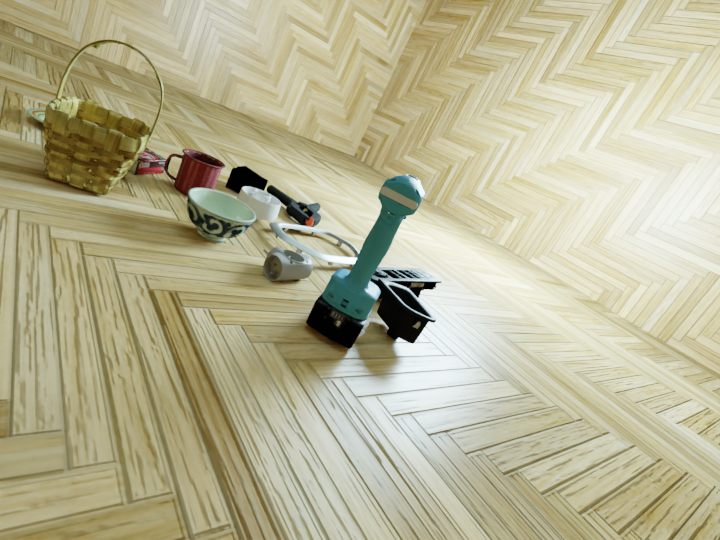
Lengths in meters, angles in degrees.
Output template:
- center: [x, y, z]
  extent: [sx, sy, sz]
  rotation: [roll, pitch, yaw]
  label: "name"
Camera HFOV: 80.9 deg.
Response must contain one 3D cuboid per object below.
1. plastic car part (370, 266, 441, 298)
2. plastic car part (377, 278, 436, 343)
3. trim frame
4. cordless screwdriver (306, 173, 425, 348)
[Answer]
- center: [0.069, 0.026, 0.836]
  extent: [0.192, 0.067, 0.070]
  rotation: [7, 26, -44]
  label: "plastic car part"
- center: [0.064, 0.074, 0.689]
  extent: [0.063, 0.070, 0.122]
  rotation: [18, 19, -25]
  label: "plastic car part"
- center: [-0.090, -0.059, 0.925]
  extent: [0.194, 0.027, 0.236]
  rotation: [37, 21, 32]
  label: "trim frame"
- center: [0.017, -0.022, 0.608]
  extent: [0.075, 0.248, 0.158]
  rotation: [29, 18, 4]
  label: "cordless screwdriver"
